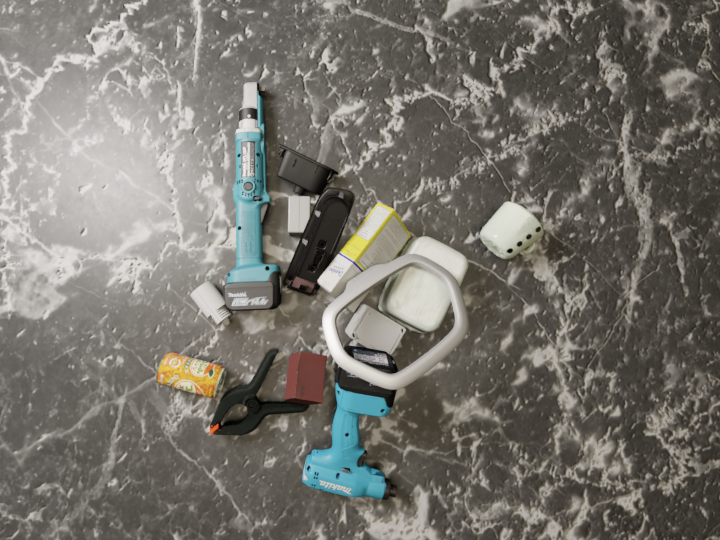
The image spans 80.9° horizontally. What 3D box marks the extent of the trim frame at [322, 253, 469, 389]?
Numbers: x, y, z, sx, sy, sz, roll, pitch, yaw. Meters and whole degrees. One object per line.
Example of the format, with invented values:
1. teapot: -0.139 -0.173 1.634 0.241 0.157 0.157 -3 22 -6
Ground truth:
1. trim frame: 0.058 0.071 0.665 0.245 0.027 0.190 -34 71 -19

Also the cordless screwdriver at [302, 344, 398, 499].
1. cordless screwdriver: 0.008 0.258 0.691 0.159 0.075 0.247 15 100 -1

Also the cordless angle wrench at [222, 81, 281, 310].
1. cordless angle wrench: -0.196 -0.142 0.762 0.098 0.074 0.427 -3 81 -3

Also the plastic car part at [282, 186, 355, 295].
1. plastic car part: -0.070 -0.046 0.720 0.066 0.068 0.202 23 102 -6

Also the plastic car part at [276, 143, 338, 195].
1. plastic car part: -0.107 -0.176 0.776 0.116 0.066 0.071 29 98 -3
